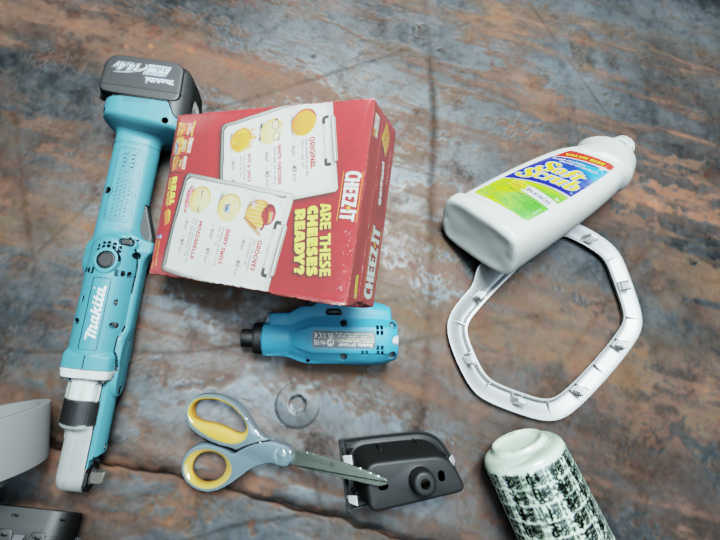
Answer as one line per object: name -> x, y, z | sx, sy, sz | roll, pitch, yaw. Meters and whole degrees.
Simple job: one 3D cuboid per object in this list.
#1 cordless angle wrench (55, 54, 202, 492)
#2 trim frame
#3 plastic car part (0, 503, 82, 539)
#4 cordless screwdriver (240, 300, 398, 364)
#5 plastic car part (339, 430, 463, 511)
cordless angle wrench -> -0.245, -0.008, 0.429 | 0.097, 0.074, 0.427 | 6, 78, -5
trim frame -> 0.211, 0.048, 0.475 | 0.247, 0.027, 0.187 | -40, 82, -11
plastic car part -> -0.336, 0.228, 0.369 | 0.202, 0.065, 0.068 | 11, 51, -2
cordless screwdriver -> -0.044, -0.029, 0.449 | 0.160, 0.073, 0.251 | 0, 80, 1
plastic car part -> 0.043, 0.194, 0.402 | 0.116, 0.070, 0.067 | -7, 80, -5
